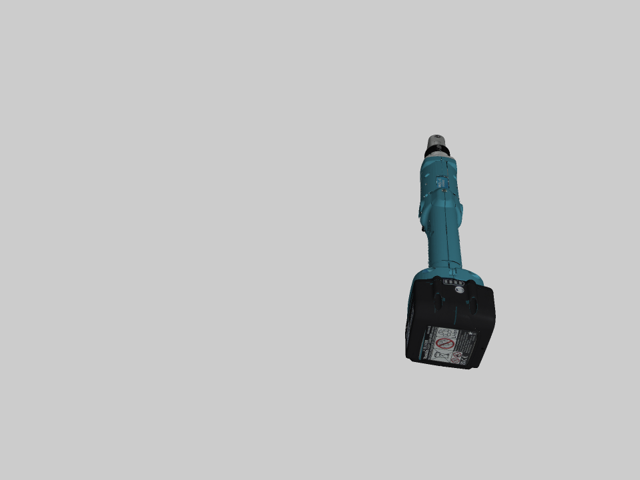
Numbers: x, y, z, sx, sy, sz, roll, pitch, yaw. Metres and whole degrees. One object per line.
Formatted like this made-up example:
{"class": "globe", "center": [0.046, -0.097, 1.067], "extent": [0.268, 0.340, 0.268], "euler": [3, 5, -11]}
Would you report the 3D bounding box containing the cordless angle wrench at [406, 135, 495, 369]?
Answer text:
{"class": "cordless angle wrench", "center": [0.158, -0.035, 0.561], "extent": [0.074, 0.098, 0.421], "euler": [6, 41, 8]}
